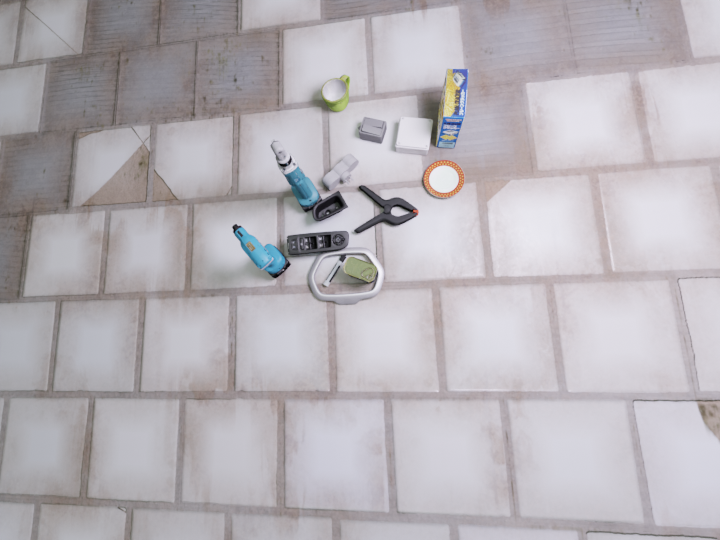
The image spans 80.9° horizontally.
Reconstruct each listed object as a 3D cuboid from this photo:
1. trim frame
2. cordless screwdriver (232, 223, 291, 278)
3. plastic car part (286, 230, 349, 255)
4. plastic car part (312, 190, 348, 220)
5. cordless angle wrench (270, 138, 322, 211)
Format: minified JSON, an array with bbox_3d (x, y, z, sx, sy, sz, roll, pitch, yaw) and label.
[{"bbox_3d":[-0.048,0.017,1.368,0.252,0.027,0.187,-5,78,9],"label":"trim frame"},{"bbox_3d":[-0.310,-0.060,1.317,0.074,0.243,0.163,-42,79,-2],"label":"cordless screwdriver"},{"bbox_3d":[-0.135,-0.089,1.384,0.205,0.065,0.067,-6,80,8],"label":"plastic car part"},{"bbox_3d":[-0.104,-0.201,1.400,0.117,0.069,0.067,-29,78,2],"label":"plastic car part"},{"bbox_3d":[-0.193,-0.278,1.253,0.074,0.413,0.100,-30,80,0],"label":"cordless angle wrench"}]
